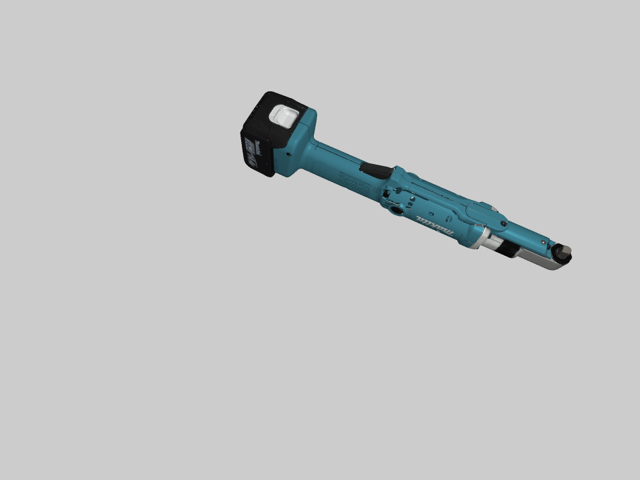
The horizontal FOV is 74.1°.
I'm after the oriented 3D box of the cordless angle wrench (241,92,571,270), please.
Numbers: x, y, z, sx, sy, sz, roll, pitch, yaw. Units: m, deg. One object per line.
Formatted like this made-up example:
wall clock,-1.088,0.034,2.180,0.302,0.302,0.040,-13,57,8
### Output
cordless angle wrench,0.105,-0.060,0.536,0.423,0.074,0.098,25,-23,6
